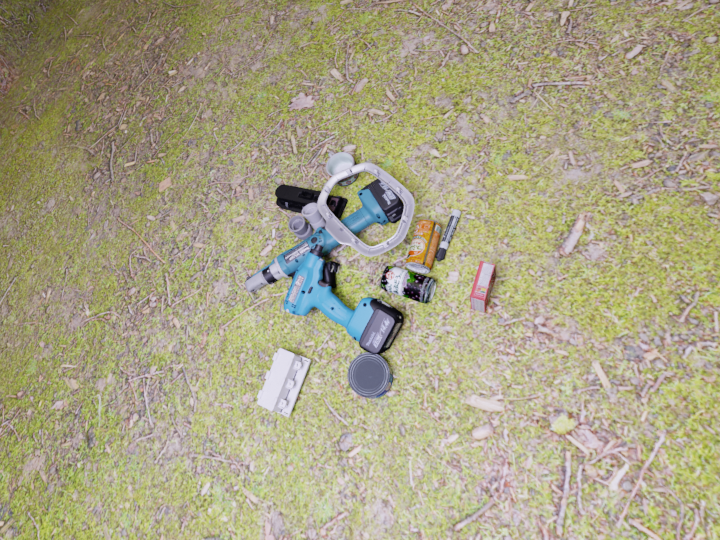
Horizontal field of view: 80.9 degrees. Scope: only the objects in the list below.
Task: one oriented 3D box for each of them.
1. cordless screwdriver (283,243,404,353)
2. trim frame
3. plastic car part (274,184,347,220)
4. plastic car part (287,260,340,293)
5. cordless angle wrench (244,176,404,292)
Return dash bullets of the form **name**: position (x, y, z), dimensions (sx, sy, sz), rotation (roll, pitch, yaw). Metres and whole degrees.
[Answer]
- **cordless screwdriver**: position (-0.033, 0.056, 0.872), dimensions (0.260, 0.071, 0.159), rotation (24, 93, 25)
- **trim frame**: position (0.005, -0.139, 0.926), dimensions (0.184, 0.026, 0.261), rotation (-45, 60, 5)
- **plastic car part**: position (-0.140, -0.178, 1.071), dimensions (0.213, 0.063, 0.066), rotation (15, 81, 30)
- **plastic car part**: position (-0.102, 0.027, 0.964), dimensions (0.119, 0.063, 0.072), rotation (-20, 76, 17)
- **cordless angle wrench**: position (-0.097, -0.064, 0.995), dimensions (0.426, 0.070, 0.102), rotation (-32, 60, 10)
